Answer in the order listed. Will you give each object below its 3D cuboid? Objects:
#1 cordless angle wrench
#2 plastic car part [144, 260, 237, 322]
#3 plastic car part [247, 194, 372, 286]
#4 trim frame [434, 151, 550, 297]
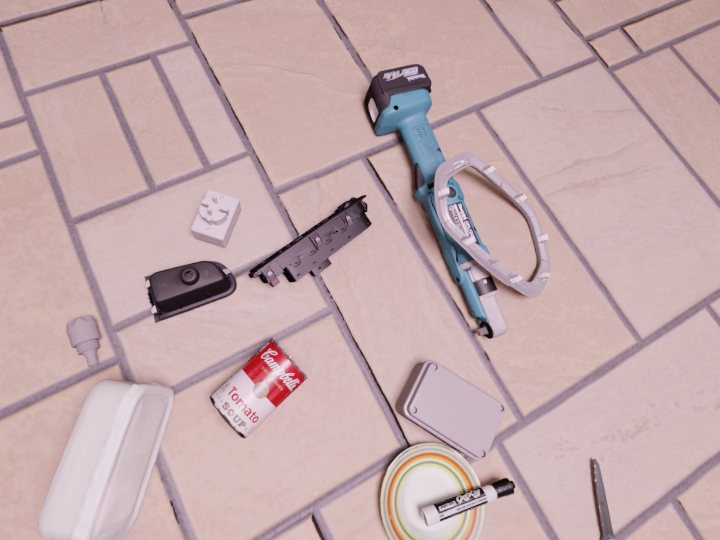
[{"bbox_3d":[0.121,-0.107,0.632,0.096,0.074,0.432,-17,77,-13],"label":"cordless angle wrench"},{"bbox_3d":[-0.225,0.016,0.551,0.115,0.070,0.067,-18,78,-10],"label":"plastic car part"},{"bbox_3d":[-0.058,-0.038,0.592,0.201,0.067,0.067,-42,93,-17],"label":"plastic car part"},{"bbox_3d":[0.196,-0.067,0.603,0.239,0.028,0.185,36,57,-20],"label":"trim frame"}]
